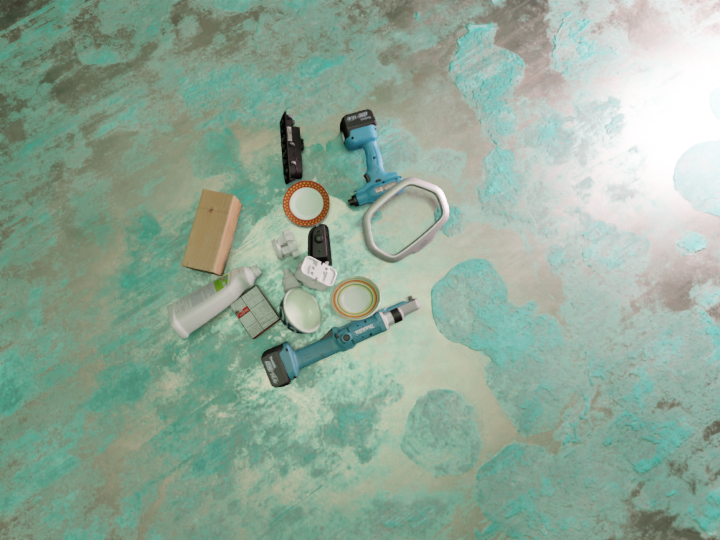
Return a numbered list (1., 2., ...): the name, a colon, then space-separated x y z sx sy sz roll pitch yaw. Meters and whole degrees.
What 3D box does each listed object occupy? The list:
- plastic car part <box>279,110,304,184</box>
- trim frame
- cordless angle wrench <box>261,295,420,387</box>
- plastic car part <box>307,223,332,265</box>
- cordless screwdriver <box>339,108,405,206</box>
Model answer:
1. plastic car part: -0.191 -0.334 1.175 0.064 0.068 0.205 4 77 -27
2. trim frame: 0.118 -0.133 1.123 0.248 0.028 0.182 -41 95 1
3. cordless angle wrench: -0.040 0.169 1.073 0.420 0.074 0.099 -23 82 -6
4. plastic car part: -0.109 -0.071 1.116 0.066 0.071 0.117 -3 83 -4
5. cordless screwdriver: 0.005 -0.303 1.158 0.158 0.074 0.251 -21 84 -4
